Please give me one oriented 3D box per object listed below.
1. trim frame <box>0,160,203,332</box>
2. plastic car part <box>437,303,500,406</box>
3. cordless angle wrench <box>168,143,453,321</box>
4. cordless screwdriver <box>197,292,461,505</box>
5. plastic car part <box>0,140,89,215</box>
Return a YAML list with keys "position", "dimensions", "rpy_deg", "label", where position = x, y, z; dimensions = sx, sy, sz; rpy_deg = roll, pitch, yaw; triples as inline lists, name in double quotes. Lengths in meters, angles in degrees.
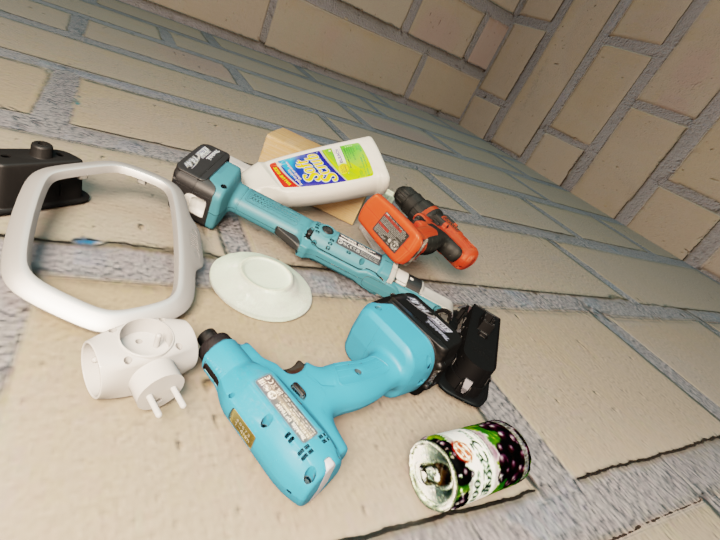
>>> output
- position: [-0.256, -0.038, 0.444]
  dimensions: [0.176, 0.027, 0.261]
  rpy_deg: [4, 42, -31]
  label: "trim frame"
- position: [0.148, 0.095, 0.538]
  dimensions: [0.067, 0.067, 0.200]
  rpy_deg: [36, 31, 5]
  label: "plastic car part"
- position: [-0.058, -0.038, 0.593]
  dimensions: [0.421, 0.074, 0.099]
  rpy_deg: [27, 40, -2]
  label: "cordless angle wrench"
- position: [-0.022, 0.084, 0.409]
  dimensions: [0.167, 0.073, 0.239]
  rpy_deg: [39, 35, 26]
  label: "cordless screwdriver"
- position: [-0.369, -0.110, 0.477]
  dimensions: [0.068, 0.070, 0.113]
  rpy_deg: [36, 32, 17]
  label: "plastic car part"
